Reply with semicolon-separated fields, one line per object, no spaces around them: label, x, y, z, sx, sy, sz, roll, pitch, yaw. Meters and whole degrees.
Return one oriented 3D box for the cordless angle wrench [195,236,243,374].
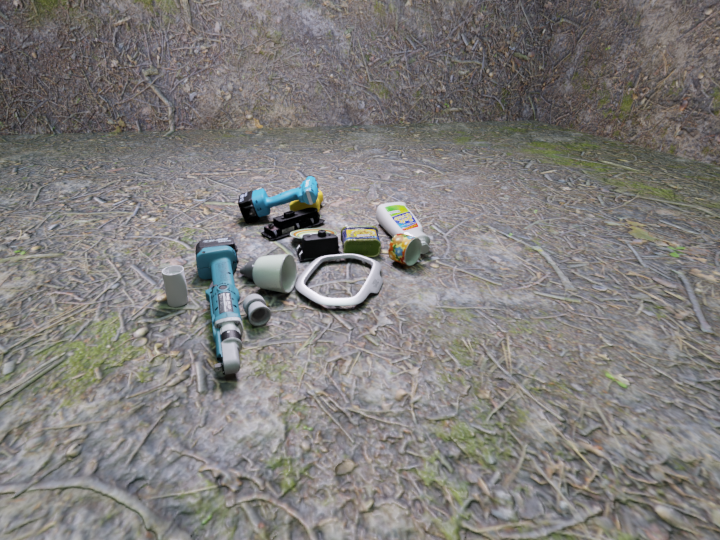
cordless angle wrench;-0.279;0.056;0.857;0.096;0.072;0.444;-9;31;-18

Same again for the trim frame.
trim frame;-0.044;0.017;0.971;0.190;0.027;0.247;7;27;15

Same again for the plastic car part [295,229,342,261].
plastic car part;-0.107;-0.070;1.090;0.115;0.069;0.069;-9;29;-11

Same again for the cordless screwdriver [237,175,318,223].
cordless screwdriver;-0.253;-0.235;1.326;0.251;0.071;0.164;-14;32;7

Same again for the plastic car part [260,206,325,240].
plastic car part;-0.197;-0.146;1.251;0.196;0.066;0.070;-19;25;-37
